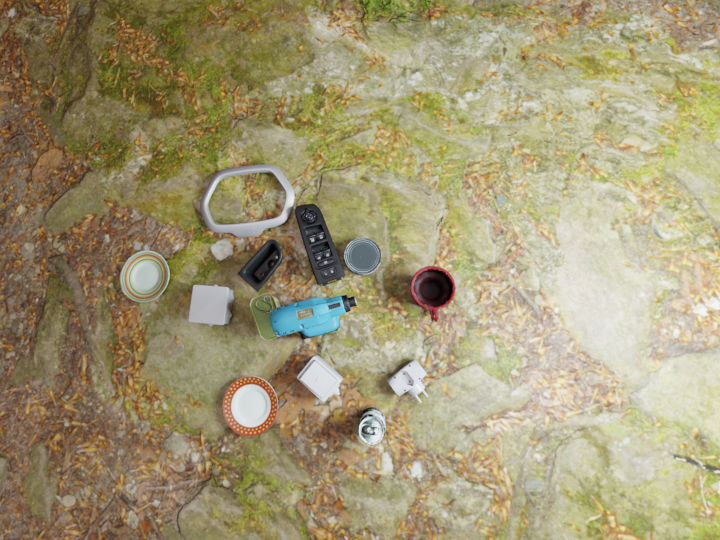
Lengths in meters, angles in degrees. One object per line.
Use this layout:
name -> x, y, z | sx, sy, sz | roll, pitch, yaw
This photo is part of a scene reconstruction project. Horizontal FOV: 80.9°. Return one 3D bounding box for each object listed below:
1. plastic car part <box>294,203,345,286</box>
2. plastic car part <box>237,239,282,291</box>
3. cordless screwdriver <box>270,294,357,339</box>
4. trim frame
plastic car part -> -0.097, -0.064, 0.993 | 0.066, 0.065, 0.207 | -21, 77, 2
plastic car part -> -0.221, -0.012, 0.999 | 0.068, 0.069, 0.116 | 40, 86, 11
cordless screwdriver -> -0.080, 0.090, 0.868 | 0.160, 0.243, 0.075 | -16, 81, 2
trim frame -> -0.287, -0.176, 1.063 | 0.251, 0.027, 0.187 | -6, 78, 7
